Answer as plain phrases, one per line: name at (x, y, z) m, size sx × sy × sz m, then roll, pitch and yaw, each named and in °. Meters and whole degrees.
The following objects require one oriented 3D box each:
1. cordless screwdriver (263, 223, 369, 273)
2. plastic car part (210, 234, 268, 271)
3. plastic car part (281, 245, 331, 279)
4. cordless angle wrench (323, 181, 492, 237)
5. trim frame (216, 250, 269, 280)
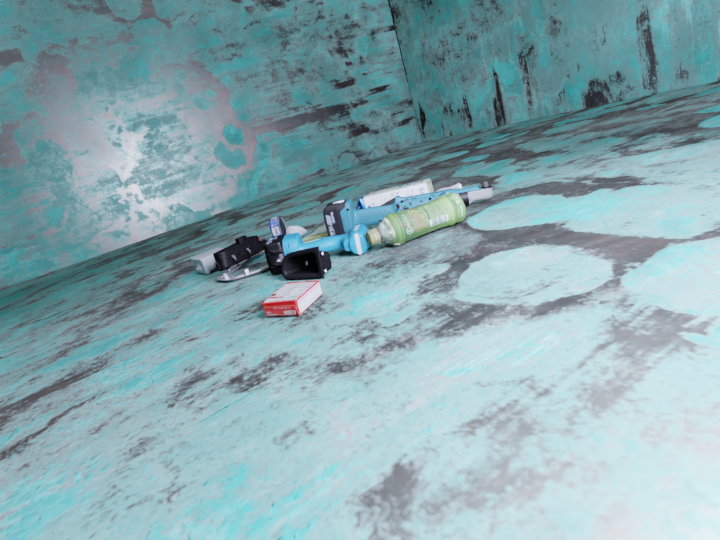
cordless screwdriver at (-0.099, -0.065, 1.017) m, size 0.252 × 0.073 × 0.160 m, roll -10°, pitch 17°, yaw 9°
plastic car part at (-0.325, -0.053, 1.144) m, size 0.069 × 0.065 × 0.199 m, roll 1°, pitch 27°, yaw 31°
plastic car part at (-0.109, -0.016, 0.911) m, size 0.122 × 0.066 × 0.068 m, roll -7°, pitch 3°, yaw 40°
cordless angle wrench at (0.118, -0.162, 1.091) m, size 0.431 × 0.096 × 0.074 m, roll -9°, pitch 16°, yaw 14°
trim frame at (-0.280, -0.027, 1.144) m, size 0.191 × 0.027 × 0.245 m, roll -9°, pitch 21°, yaw 28°
